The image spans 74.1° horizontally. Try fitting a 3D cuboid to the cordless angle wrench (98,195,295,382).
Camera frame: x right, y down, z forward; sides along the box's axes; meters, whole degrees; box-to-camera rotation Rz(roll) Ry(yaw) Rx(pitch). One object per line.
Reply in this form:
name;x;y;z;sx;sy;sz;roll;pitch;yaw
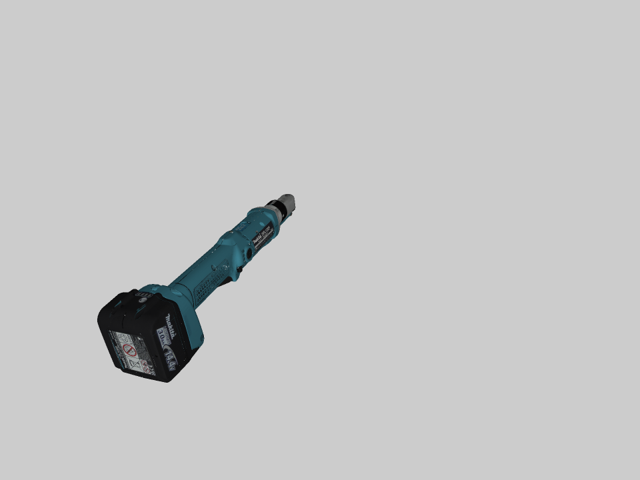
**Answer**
cordless angle wrench;-0.127;0.020;0.615;0.074;0.098;0.421;6;29;19
